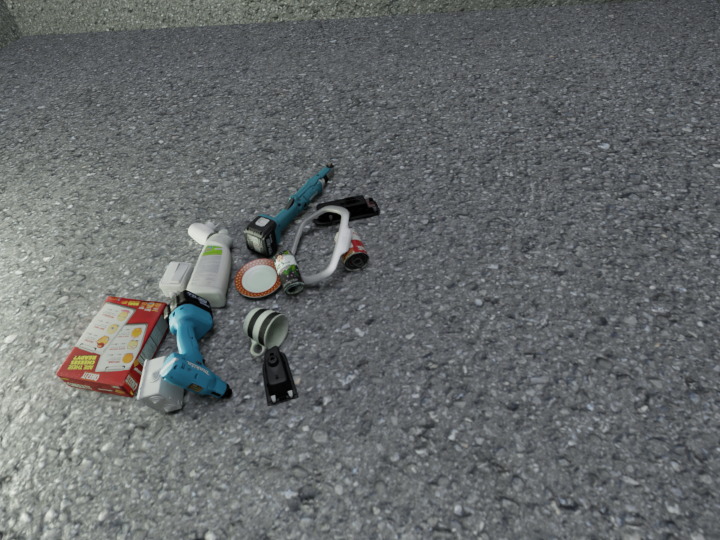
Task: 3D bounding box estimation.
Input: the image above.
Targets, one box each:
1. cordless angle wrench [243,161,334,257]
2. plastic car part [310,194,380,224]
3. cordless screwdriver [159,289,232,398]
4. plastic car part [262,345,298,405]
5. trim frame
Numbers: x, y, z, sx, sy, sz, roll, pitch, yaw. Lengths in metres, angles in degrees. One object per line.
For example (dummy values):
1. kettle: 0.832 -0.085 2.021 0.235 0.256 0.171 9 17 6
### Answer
1. cordless angle wrench: -0.188 -0.204 1.268 0.077 0.094 0.421 19 48 20
2. plastic car part: -0.047 -0.181 1.243 0.202 0.064 0.069 -14 55 -3
3. cordless screwdriver: -0.358 0.165 0.933 0.075 0.151 0.261 -43 38 10
4. plastic car part: -0.179 0.211 0.894 0.065 0.068 0.122 -15 51 -11
5. trim frame: -0.110 -0.072 1.124 0.192 0.026 0.252 -6 55 31
